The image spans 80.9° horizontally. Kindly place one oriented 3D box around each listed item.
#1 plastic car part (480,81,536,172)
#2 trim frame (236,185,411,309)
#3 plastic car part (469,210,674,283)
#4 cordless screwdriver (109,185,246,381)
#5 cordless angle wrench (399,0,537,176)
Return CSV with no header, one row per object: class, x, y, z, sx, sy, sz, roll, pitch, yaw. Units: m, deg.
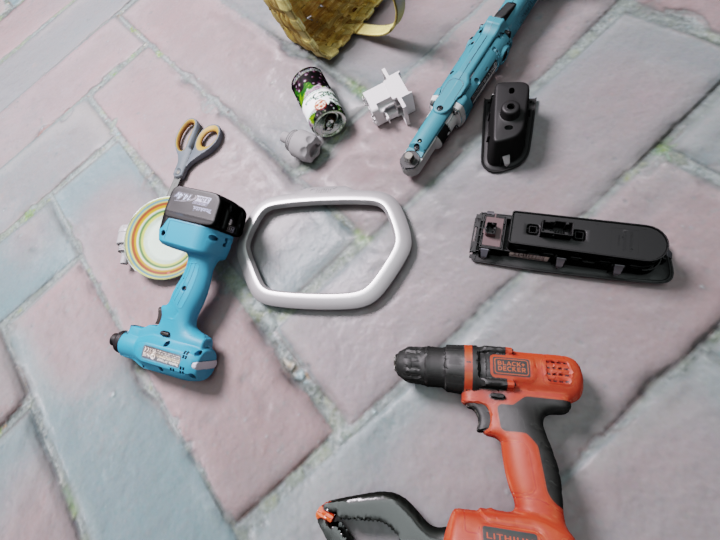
plastic car part,0.188,-0.192,0.538,0.068,0.068,0.118,6,69,18
trim frame,-0.056,-0.037,0.576,0.256,0.026,0.187,-2,70,18
plastic car part,0.233,-0.035,0.470,0.209,0.064,0.067,11,66,18
cordless screwdriver,-0.254,0.012,0.582,0.165,0.071,0.250,8,82,19
cordless angle wrench,0.175,-0.306,0.583,0.078,0.094,0.423,31,85,22
